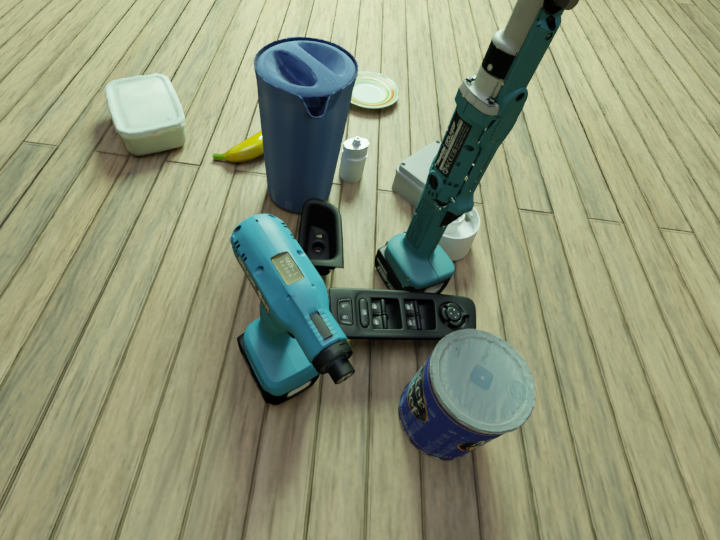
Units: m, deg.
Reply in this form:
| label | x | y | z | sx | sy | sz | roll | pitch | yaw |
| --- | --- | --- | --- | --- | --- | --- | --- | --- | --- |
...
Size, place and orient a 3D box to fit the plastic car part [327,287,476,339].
| label | x | y | z | sx | sy | sz | roll | pitch | yaw |
| --- | --- | --- | --- | --- | --- | --- | --- | --- | --- |
| plastic car part | 0.053 | 0.067 | 0.556 | 0.201 | 0.065 | 0.068 | 0 | 56 | -6 |

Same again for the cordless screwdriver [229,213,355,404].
| label | x | y | z | sx | sy | sz | roll | pitch | yaw |
| --- | --- | --- | --- | --- | --- | --- | --- | --- | --- |
| cordless screwdriver | -0.071 | 0.074 | 0.429 | 0.073 | 0.244 | 0.166 | -24 | 63 | -24 |

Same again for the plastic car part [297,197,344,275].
| label | x | y | z | sx | sy | sz | roll | pitch | yaw |
| --- | --- | --- | --- | --- | --- | --- | --- | --- | --- |
| plastic car part | -0.060 | -0.039 | 0.618 | 0.065 | 0.069 | 0.120 | 3 | 55 | -6 |

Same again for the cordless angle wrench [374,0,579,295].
| label | x | y | z | sx | sy | sz | roll | pitch | yaw |
| --- | --- | --- | --- | --- | --- | --- | --- | --- | --- |
| cordless angle wrench | 0.103 | -0.101 | 0.466 | 0.073 | 0.414 | 0.102 | -17 | 61 | -21 |
